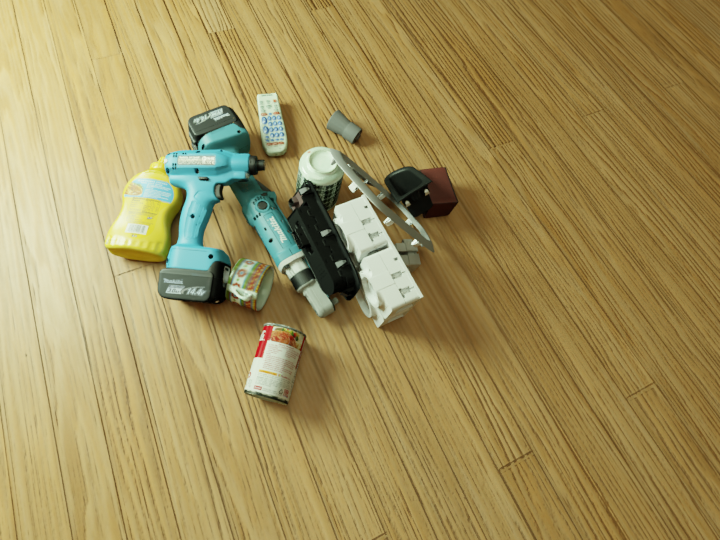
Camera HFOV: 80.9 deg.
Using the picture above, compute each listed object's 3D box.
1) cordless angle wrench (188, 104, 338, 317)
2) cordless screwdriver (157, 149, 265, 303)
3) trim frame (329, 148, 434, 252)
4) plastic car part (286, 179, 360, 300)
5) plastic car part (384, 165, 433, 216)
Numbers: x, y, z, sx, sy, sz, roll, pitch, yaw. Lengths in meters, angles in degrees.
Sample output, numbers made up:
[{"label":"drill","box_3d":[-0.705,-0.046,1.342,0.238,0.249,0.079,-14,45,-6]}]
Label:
[{"label":"cordless angle wrench","box_3d":[-0.169,-0.102,0.733,0.096,0.073,0.435,-28,73,-18]},{"label":"cordless screwdriver","box_3d":[-0.234,-0.073,0.671,0.160,0.073,0.251,-1,80,2]},{"label":"trim frame","box_3d":[0.036,-0.109,0.677,0.028,0.234,0.193,-45,44,17]},{"label":"plastic car part","box_3d":[-0.066,-0.043,0.674,0.065,0.067,0.207,-19,74,-44]},{"label":"plastic car part","box_3d":[0.091,-0.135,0.751,0.066,0.068,0.121,-31,28,6]}]
